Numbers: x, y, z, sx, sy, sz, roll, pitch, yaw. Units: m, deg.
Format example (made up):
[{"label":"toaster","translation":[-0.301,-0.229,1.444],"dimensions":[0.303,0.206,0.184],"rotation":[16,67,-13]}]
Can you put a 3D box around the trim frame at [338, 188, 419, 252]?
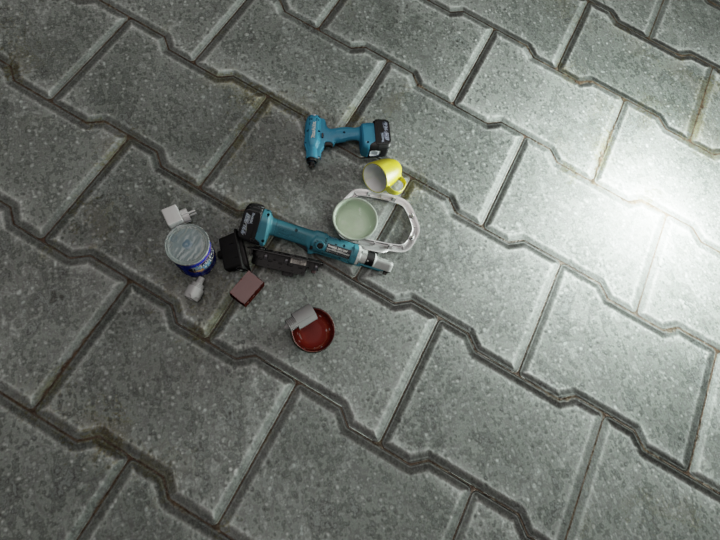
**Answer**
[{"label":"trim frame","translation":[0.048,-0.139,1.196],"dimensions":[0.246,0.027,0.186],"rotation":[13,74,-4]}]

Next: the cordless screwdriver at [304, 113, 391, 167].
[{"label":"cordless screwdriver","translation":[-0.040,-0.368,1.230],"dimensions":[0.248,0.073,0.162],"rotation":[3,74,-2]}]

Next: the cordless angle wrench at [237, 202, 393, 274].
[{"label":"cordless angle wrench","translation":[-0.110,-0.072,1.130],"dimensions":[0.418,0.076,0.097],"rotation":[18,107,-6]}]

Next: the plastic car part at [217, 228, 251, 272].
[{"label":"plastic car part","translation":[-0.339,-0.043,1.110],"dimensions":[0.071,0.064,0.119],"rotation":[-21,74,1]}]

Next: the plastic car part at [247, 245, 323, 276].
[{"label":"plastic car part","translation":[-0.203,-0.023,1.119],"dimensions":[0.202,0.067,0.067],"rotation":[16,100,-3]}]
